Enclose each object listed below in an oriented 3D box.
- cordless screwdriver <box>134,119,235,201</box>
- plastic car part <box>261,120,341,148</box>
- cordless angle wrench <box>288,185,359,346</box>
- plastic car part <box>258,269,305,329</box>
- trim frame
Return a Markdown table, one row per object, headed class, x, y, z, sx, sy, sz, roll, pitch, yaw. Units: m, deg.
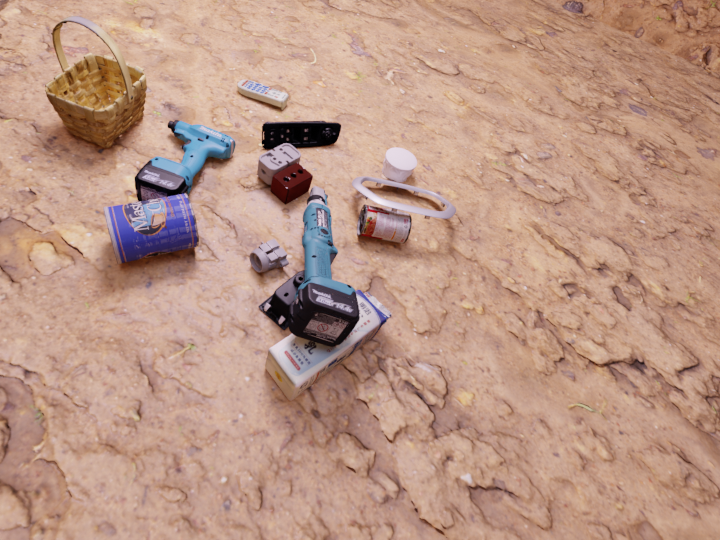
| class | x | y | z | sx | sy | sz | roll | pitch | yaw |
| --- | --- | --- | --- | --- | --- | --- | --- | --- | --- |
| cordless screwdriver | -0.391 | -0.236 | 0.900 | 0.160 | 0.073 | 0.251 | 21 | 48 | 1 |
| plastic car part | -0.149 | -0.343 | 1.052 | 0.198 | 0.065 | 0.070 | -6 | 32 | -17 |
| cordless angle wrench | -0.077 | -0.050 | 0.786 | 0.095 | 0.074 | 0.438 | 19 | 32 | -21 |
| plastic car part | -0.119 | 0.038 | 0.765 | 0.068 | 0.070 | 0.115 | 38 | 57 | 11 |
| trim frame | 0.099 | -0.165 | 0.955 | 0.244 | 0.027 | 0.190 | 8 | 30 | -10 |
